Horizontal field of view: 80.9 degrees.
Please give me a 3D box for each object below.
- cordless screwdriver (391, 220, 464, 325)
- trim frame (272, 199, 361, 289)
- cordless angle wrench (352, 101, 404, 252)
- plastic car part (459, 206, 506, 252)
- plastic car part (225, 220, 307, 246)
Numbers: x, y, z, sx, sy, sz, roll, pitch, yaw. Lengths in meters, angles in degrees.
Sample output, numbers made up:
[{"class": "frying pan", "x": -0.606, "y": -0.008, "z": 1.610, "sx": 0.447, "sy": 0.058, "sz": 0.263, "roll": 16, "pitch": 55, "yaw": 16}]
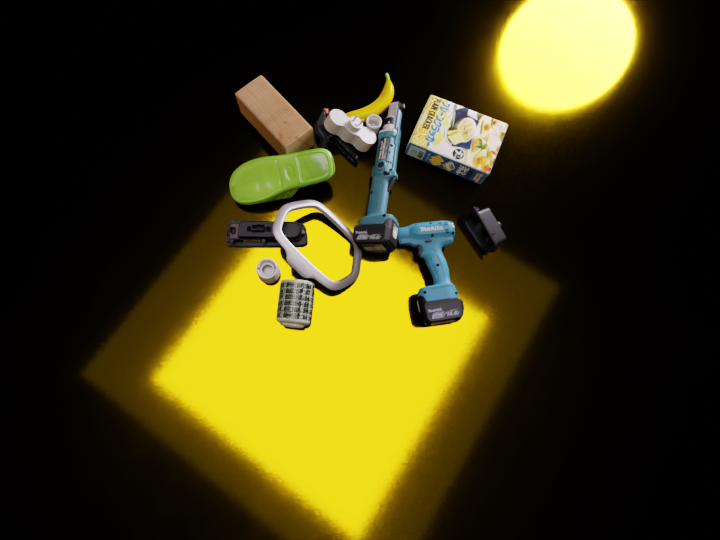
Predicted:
[{"class": "cordless screwdriver", "x": 0.154, "y": 0.003, "z": 1.003, "sx": 0.161, "sy": 0.072, "sz": 0.254, "roll": -6, "pitch": 71, "yaw": 7}, {"class": "trim frame", "x": -0.099, "y": -0.064, "z": 1.008, "sx": 0.246, "sy": 0.028, "sz": 0.183, "roll": 43, "pitch": 56, "yaw": -5}, {"class": "cordless angle wrench", "x": 0.062, "y": -0.252, "z": 1.070, "sx": 0.102, "sy": 0.070, "sz": 0.429, "roll": -1, "pitch": 68, "yaw": 25}, {"class": "plastic car part", "x": 0.313, "y": -0.106, "z": 1.044, "sx": 0.069, "sy": 0.066, "sz": 0.118, "roll": -27, "pitch": 80, "yaw": -24}, {"class": "plastic car part", "x": -0.230, "y": -0.098, "z": 1.038, "sx": 0.202, "sy": 0.066, "sz": 0.068, "roll": 2, "pitch": 69, "yaw": -3}]
